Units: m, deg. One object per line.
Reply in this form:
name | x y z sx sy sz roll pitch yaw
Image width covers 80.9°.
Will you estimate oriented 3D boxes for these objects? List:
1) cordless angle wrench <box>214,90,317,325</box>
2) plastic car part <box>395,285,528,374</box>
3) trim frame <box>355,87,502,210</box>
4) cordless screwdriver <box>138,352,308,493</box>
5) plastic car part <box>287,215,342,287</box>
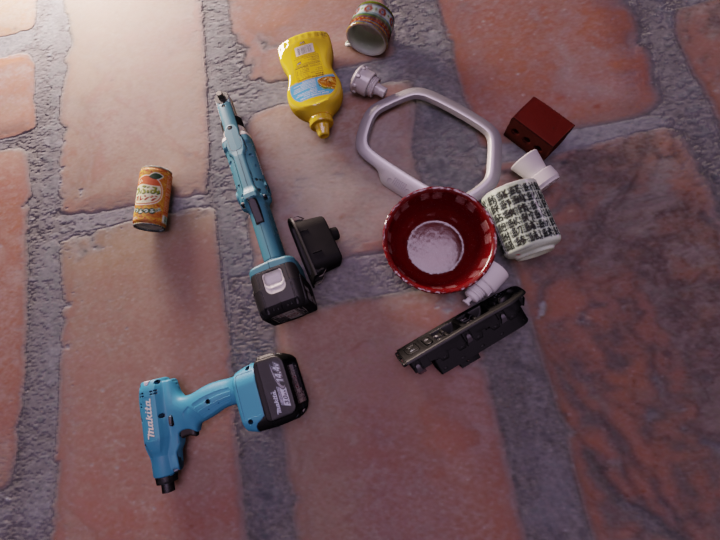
cordless angle wrench | -0.175 -0.125 0.692 0.074 0.095 0.436 -22 70 1
plastic car part | 0.152 0.091 0.594 0.203 0.066 0.068 -34 86 -1
trim frame | 0.111 -0.202 0.693 0.255 0.027 0.184 35 83 14
cordless screwdriver | -0.201 0.216 0.613 0.251 0.072 0.163 -16 75 8
plastic car part | -0.065 -0.043 0.668 0.070 0.065 0.120 -17 71 -13
